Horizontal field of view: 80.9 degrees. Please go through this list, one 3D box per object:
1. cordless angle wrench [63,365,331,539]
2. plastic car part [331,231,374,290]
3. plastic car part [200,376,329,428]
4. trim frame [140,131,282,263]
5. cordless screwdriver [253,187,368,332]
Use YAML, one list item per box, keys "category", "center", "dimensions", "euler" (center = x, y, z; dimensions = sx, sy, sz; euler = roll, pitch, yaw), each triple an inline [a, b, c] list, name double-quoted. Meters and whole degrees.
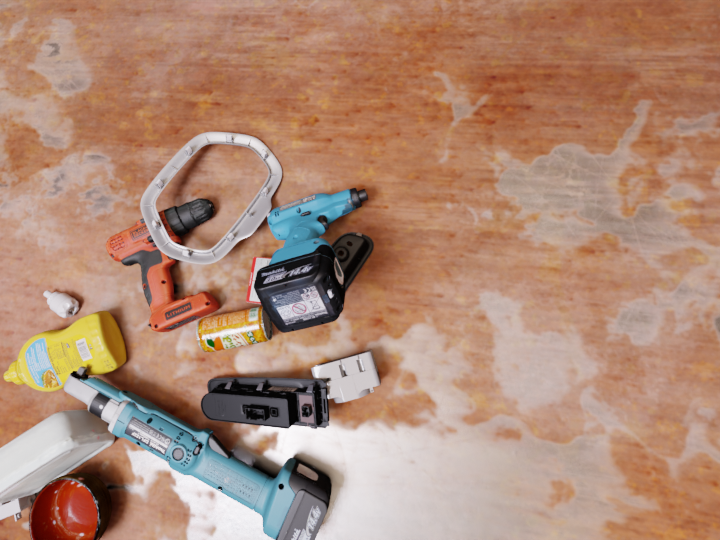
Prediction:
- category: "cordless angle wrench"
  center: [-0.248, 0.254, 0.607]
  dimensions: [0.430, 0.073, 0.098]
  euler: [24, 84, 8]
- category: "plastic car part"
  center: [-0.031, -0.015, 0.641]
  dimensions: [0.067, 0.069, 0.116]
  euler: [36, 89, 9]
- category: "plastic car part"
  center: [-0.148, 0.194, 0.604]
  dimensions: [0.211, 0.065, 0.066]
  euler: [-3, 99, 26]
- category: "trim frame"
  center: [-0.235, -0.126, 0.680]
  dimensions: [0.185, 0.027, 0.248]
  euler: [32, 68, 2]
- category: "cordless screwdriver"
  center: [-0.056, -0.037, 0.576]
  dimensions: [0.161, 0.071, 0.257]
  euler: [-19, 33, 8]
